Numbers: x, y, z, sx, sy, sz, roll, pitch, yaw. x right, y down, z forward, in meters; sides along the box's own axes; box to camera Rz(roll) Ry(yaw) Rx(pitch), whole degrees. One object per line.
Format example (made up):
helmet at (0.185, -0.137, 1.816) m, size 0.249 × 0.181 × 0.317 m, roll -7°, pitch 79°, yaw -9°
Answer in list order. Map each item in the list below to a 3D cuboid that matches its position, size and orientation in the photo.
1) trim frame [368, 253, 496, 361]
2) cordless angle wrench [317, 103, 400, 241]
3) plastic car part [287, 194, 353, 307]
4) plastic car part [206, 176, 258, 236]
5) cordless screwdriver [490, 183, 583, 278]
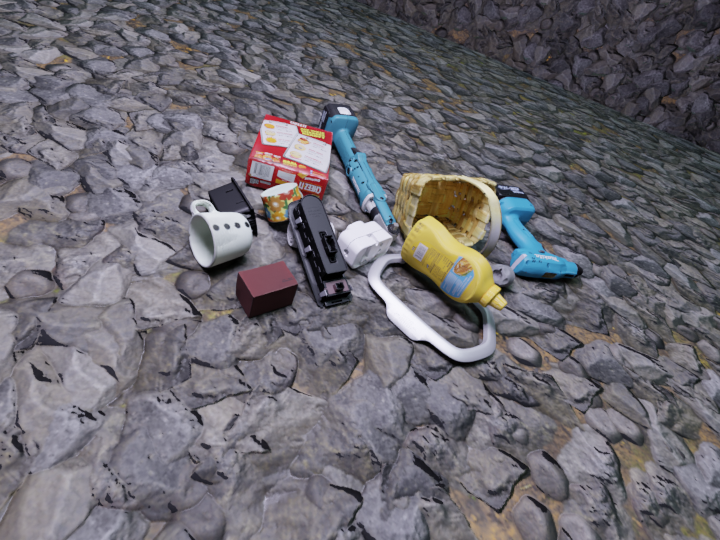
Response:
trim frame at (0.123, 0.055, 0.732) m, size 0.259 × 0.027 × 0.179 m, roll 42°, pitch 45°, yaw 22°
cordless angle wrench at (-0.003, -0.225, 0.952) m, size 0.072 × 0.097 × 0.442 m, roll -1°, pitch 49°, yaw -25°
plastic car part at (-0.069, -0.045, 0.702) m, size 0.064 × 0.066 × 0.210 m, roll -13°, pitch 65°, yaw -23°
plastic car part at (-0.237, -0.111, 0.757) m, size 0.069 × 0.064 × 0.123 m, roll -24°, pitch 52°, yaw -23°
cordless screwdriver at (0.377, -0.083, 0.946) m, size 0.155 × 0.073 × 0.258 m, roll 6°, pitch 46°, yaw -17°
